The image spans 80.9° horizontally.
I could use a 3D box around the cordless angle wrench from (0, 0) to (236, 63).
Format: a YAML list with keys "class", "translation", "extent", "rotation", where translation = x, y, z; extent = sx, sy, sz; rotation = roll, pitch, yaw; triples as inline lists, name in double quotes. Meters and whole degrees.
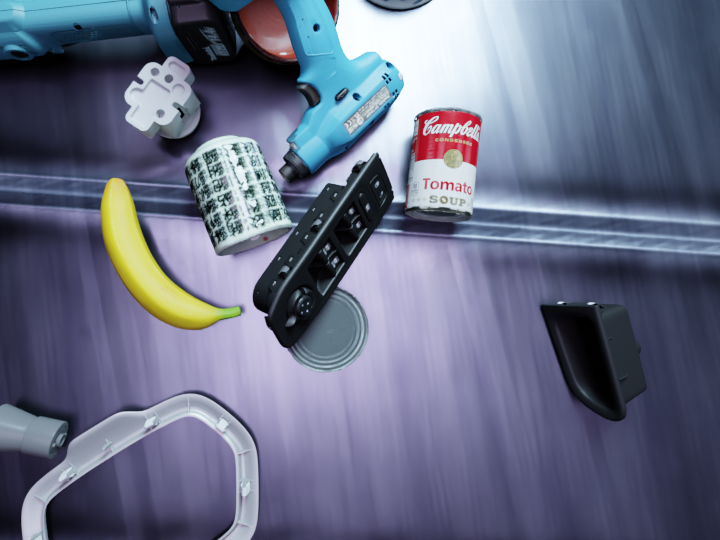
- class: "cordless angle wrench"
  translation: [-0.344, -0.243, 0.428]
  extent: [0.424, 0.098, 0.074]
  rotation: [-5, 91, 1]

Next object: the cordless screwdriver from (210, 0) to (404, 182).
- class: "cordless screwdriver"
  translation: [-0.072, -0.209, 0.384]
  extent: [0.159, 0.078, 0.236]
  rotation: [-45, 127, -5]

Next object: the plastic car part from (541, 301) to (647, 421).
- class: "plastic car part"
  translation: [0.249, 0.081, 0.430]
  extent: [0.069, 0.067, 0.116]
  rotation: [-19, 90, -19]

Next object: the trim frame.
- class: "trim frame"
  translation: [-0.217, 0.234, 0.420]
  extent: [0.248, 0.027, 0.185]
  rotation: [-31, 86, -2]

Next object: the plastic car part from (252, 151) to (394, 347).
- class: "plastic car part"
  translation: [-0.040, -0.026, 0.409]
  extent: [0.070, 0.063, 0.203]
  rotation: [16, 63, 26]
